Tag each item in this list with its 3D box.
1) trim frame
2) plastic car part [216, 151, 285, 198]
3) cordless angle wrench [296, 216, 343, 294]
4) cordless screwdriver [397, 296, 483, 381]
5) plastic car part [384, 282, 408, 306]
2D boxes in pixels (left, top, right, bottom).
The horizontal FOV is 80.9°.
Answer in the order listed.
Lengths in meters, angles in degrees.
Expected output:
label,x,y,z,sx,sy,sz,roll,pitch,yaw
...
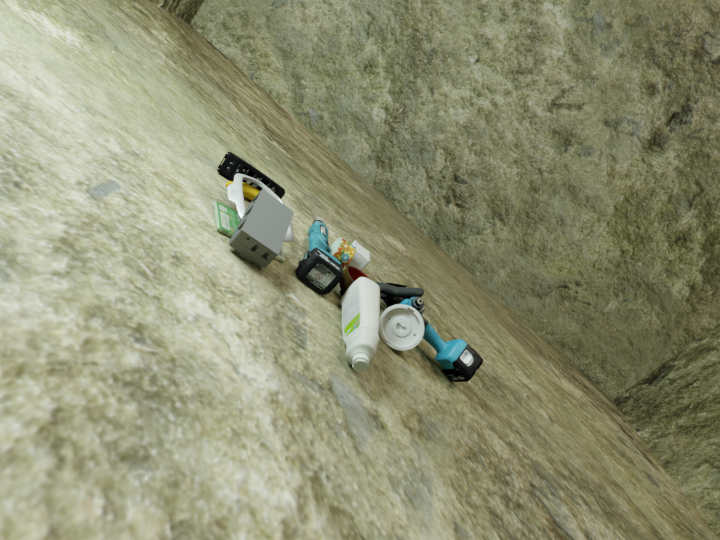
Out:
label,x,y,z,sx,sy,sz,roll,pitch,yaw
trim frame,-0.243,-0.154,1.035,0.174,0.028,0.260,28,29,-37
plastic car part,-0.307,-0.253,1.189,0.193,0.066,0.070,31,-5,-28
cordless angle wrench,-0.112,-0.073,1.144,0.095,0.074,0.434,36,15,-19
cordless screwdriver,0.198,0.168,1.081,0.253,0.073,0.158,44,-24,7
plastic car part,0.098,0.080,1.244,0.110,0.067,0.073,11,49,-54
